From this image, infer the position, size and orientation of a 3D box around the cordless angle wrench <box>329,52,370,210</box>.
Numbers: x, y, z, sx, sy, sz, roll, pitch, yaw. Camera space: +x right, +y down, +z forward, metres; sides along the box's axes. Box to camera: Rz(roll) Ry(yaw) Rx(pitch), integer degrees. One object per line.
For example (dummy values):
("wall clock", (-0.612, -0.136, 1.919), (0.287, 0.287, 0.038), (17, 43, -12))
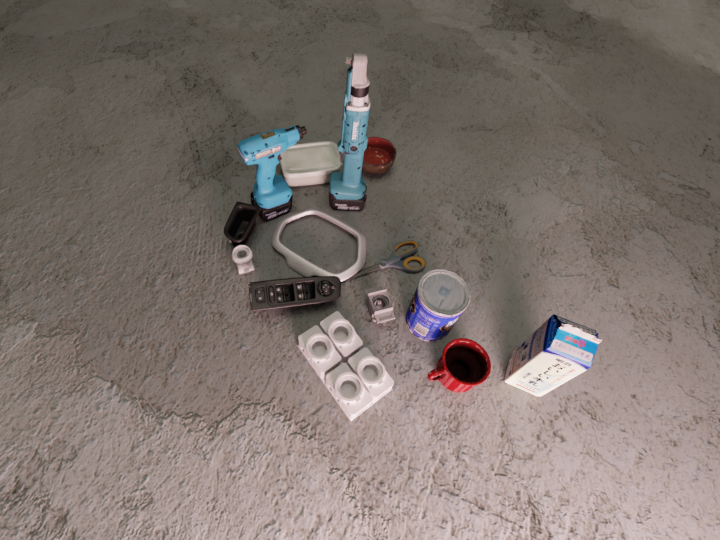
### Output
("cordless angle wrench", (-0.017, -0.293, 0.955), (0.098, 0.412, 0.076), (5, 59, -3))

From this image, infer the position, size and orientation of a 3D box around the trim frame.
("trim frame", (-0.101, -0.066, 1.038), (0.257, 0.027, 0.183), (29, 62, 17))

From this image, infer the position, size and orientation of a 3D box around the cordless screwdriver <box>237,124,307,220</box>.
("cordless screwdriver", (-0.200, -0.236, 1.018), (0.156, 0.242, 0.077), (-25, 64, -18))

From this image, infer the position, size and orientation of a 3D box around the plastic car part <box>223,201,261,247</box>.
("plastic car part", (-0.290, -0.101, 1.033), (0.067, 0.069, 0.118), (13, 58, 5))

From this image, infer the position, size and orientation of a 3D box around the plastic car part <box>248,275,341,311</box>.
("plastic car part", (-0.141, 0.056, 0.936), (0.201, 0.065, 0.069), (-8, 59, -6))
